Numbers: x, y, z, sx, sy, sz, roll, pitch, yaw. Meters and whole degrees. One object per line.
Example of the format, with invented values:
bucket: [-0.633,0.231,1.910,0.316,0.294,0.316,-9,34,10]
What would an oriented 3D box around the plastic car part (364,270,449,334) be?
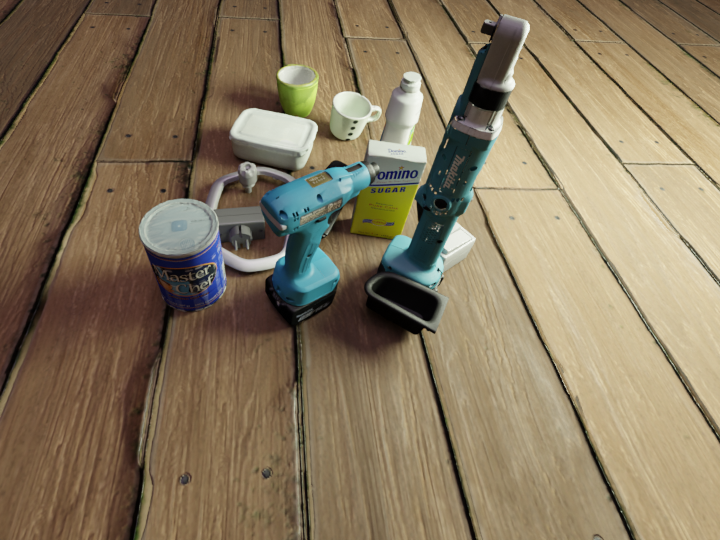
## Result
plastic car part: [0.059,0.054,0.631,0.120,0.069,0.066,25,53,12]

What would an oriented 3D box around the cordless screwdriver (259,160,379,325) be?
cordless screwdriver: [-0.057,-0.037,0.581,0.156,0.243,0.078,-29,63,-28]

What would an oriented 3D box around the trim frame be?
trim frame: [-0.187,-0.099,0.755,0.183,0.027,0.256,2,51,-5]

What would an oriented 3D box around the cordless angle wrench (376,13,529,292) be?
cordless angle wrench: [0.108,-0.099,0.538,0.100,0.414,0.074,28,53,10]

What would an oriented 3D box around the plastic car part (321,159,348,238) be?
plastic car part: [-0.059,-0.124,0.763,0.067,0.065,0.204,18,52,6]
